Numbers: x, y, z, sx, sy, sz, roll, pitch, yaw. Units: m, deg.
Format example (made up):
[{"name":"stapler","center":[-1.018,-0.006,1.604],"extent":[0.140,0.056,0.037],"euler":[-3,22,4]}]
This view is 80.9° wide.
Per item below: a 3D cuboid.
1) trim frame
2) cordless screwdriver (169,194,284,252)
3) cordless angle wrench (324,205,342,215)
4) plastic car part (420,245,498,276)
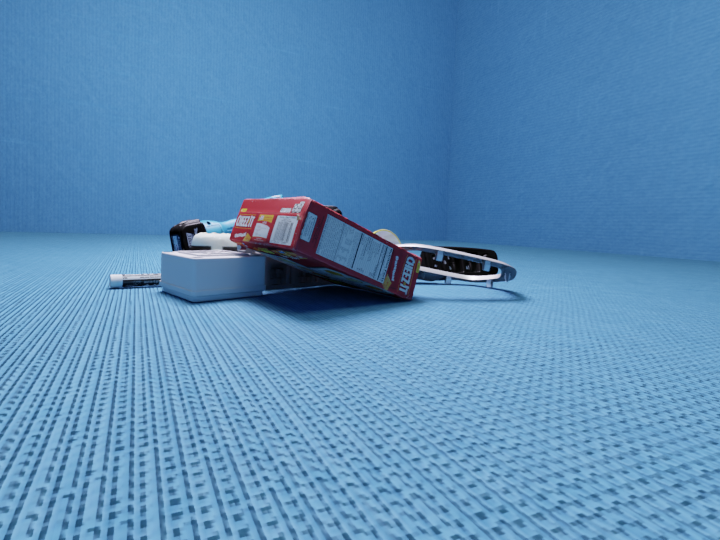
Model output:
[{"name":"trim frame","center":[0.130,-0.005,0.693],"extent":[0.244,0.028,0.186],"euler":[10,-10,-11]},{"name":"cordless screwdriver","center":[-0.239,-0.050,0.841],"extent":[0.241,0.157,0.078],"euler":[-22,15,-37]},{"name":"cordless angle wrench","center":[-0.095,-0.062,0.968],"extent":[0.098,0.075,0.420],"euler":[3,-6,-3]},{"name":"plastic car part","center":[0.201,-0.010,0.874],"extent":[0.196,0.068,0.068],"euler":[-2,-20,-24]}]
